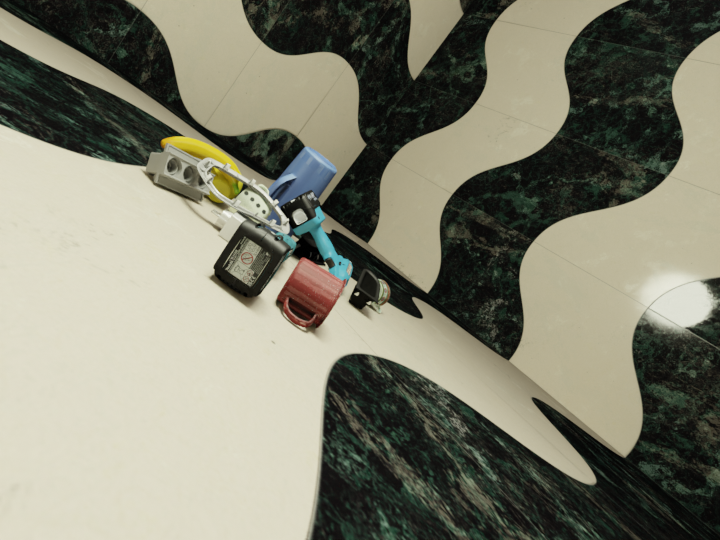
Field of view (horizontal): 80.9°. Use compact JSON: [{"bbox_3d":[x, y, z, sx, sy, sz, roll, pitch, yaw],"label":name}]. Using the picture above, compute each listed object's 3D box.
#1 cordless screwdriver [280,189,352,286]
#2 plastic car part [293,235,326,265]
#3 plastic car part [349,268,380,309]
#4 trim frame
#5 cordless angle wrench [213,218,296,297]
[{"bbox_3d":[-0.100,-0.065,1.019,0.244,0.075,0.160,59,15,-13],"label":"cordless screwdriver"},{"bbox_3d":[-0.131,-0.056,1.147,0.068,0.067,0.196,54,14,12],"label":"plastic car part"},{"bbox_3d":[0.005,0.054,1.043,0.065,0.071,0.117,37,23,-8],"label":"plastic car part"},{"bbox_3d":[-0.239,-0.158,0.894,0.234,0.028,0.193,31,22,-46],"label":"trim frame"},{"bbox_3d":[-0.159,-0.037,0.774,0.074,0.098,0.425,34,4,-5],"label":"cordless angle wrench"}]
